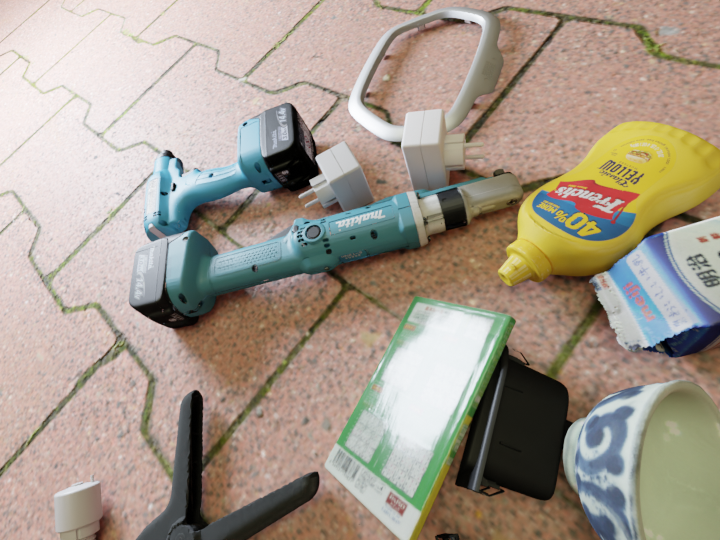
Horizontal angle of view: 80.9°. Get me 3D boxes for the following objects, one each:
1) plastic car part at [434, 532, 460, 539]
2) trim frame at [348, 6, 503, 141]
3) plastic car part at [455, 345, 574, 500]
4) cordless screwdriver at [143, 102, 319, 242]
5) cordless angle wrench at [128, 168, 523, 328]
[{"bbox_3d":[0.102,0.271,0.245,0.066,0.065,0.210,-4,57,-12],"label":"plastic car part"},{"bbox_3d":[0.087,-0.265,0.561,0.193,0.026,0.250,13,66,27],"label":"trim frame"},{"bbox_3d":[0.124,0.120,0.321,0.073,0.064,0.117,22,68,13],"label":"plastic car part"},{"bbox_3d":[-0.186,-0.145,0.576,0.253,0.070,0.165,-21,57,14],"label":"cordless screwdriver"},{"bbox_3d":[-0.045,-0.029,0.460,0.429,0.071,0.101,-14,59,11],"label":"cordless angle wrench"}]
